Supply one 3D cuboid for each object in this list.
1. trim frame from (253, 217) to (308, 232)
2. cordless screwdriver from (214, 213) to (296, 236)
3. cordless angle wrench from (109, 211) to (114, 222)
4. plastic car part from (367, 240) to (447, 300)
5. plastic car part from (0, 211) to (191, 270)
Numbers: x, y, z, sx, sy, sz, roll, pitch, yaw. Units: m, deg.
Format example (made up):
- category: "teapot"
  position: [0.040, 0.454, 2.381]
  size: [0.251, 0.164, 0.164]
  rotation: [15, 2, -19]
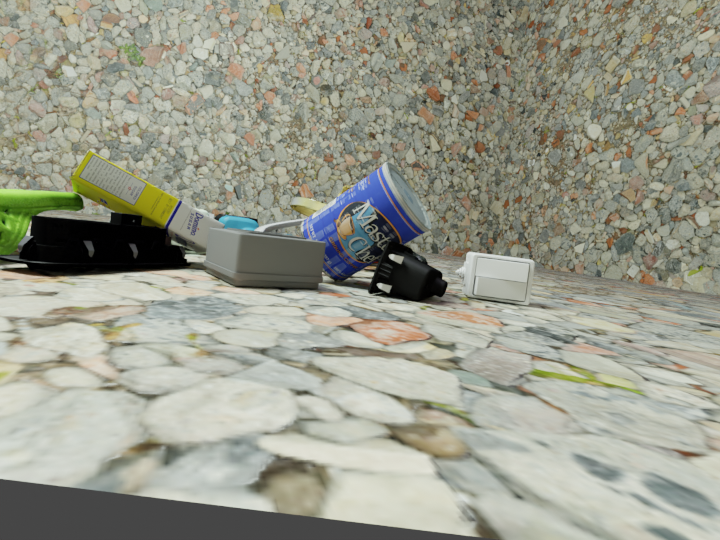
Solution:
- category: "trim frame"
  position: [-0.070, -0.046, 0.716]
  size: [0.239, 0.027, 0.195]
  rotation: [-12, 33, -34]
- category: "cordless screwdriver"
  position: [-0.242, -0.065, 0.838]
  size: [0.152, 0.074, 0.262]
  rotation: [4, 9, -34]
- category: "cordless angle wrench"
  position: [-0.386, -0.081, 0.726]
  size: [0.072, 0.097, 0.440]
  rotation: [9, 7, -23]
- category: "plastic car part"
  position: [0.068, 0.009, 0.517]
  size: [0.074, 0.066, 0.111]
  rotation: [26, 9, 27]
- category: "plastic car part"
  position: [-0.264, -0.029, 0.450]
  size: [0.068, 0.066, 0.198]
  rotation: [15, 9, 15]
